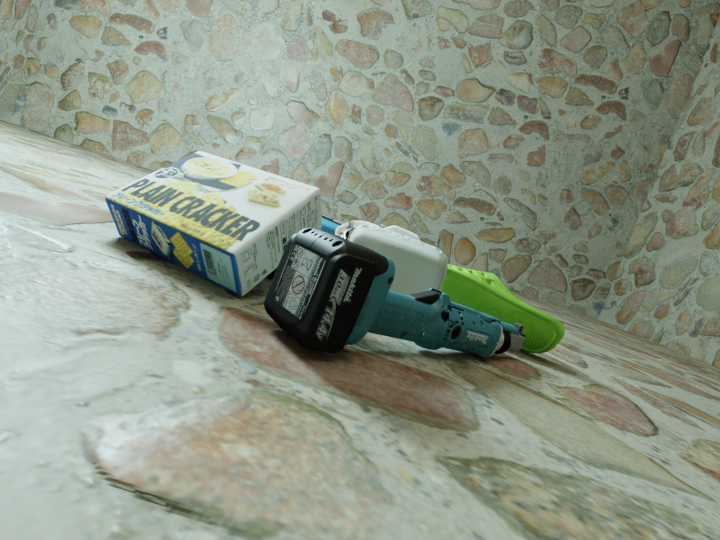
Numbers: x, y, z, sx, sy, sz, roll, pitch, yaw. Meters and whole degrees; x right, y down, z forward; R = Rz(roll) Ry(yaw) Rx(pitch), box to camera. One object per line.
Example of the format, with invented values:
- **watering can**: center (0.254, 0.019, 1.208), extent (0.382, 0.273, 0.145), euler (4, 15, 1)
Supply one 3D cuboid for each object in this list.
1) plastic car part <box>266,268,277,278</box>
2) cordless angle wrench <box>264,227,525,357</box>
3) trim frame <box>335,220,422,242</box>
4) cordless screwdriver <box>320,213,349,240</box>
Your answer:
- **plastic car part**: center (-0.118, -0.012, 0.603), extent (0.197, 0.066, 0.069), euler (18, 30, -17)
- **cordless angle wrench**: center (0.087, 0.058, 0.485), extent (0.400, 0.098, 0.079), euler (19, 4, -42)
- **trim frame**: center (0.063, -0.039, 0.854), extent (0.257, 0.027, 0.182), euler (24, 35, 16)
- **cordless screwdriver**: center (-0.087, -0.057, 0.894), extent (0.164, 0.074, 0.243), euler (25, 18, 15)
